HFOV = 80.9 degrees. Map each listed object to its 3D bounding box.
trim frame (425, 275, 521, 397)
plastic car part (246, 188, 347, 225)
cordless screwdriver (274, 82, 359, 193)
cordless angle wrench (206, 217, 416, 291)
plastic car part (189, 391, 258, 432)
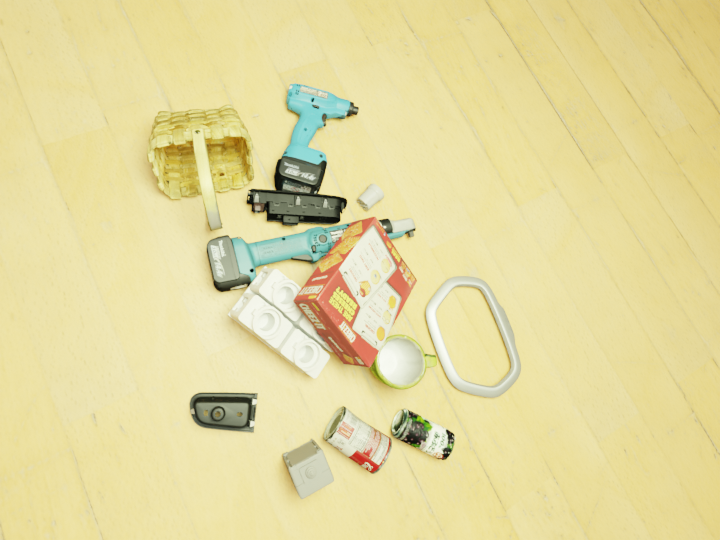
[{"bbox_3d":[0.232,0.131,0.859,0.181,0.027,0.253,-17,77,-14],"label":"trim frame"},{"bbox_3d":[-0.120,-0.122,0.834,0.198,0.066,0.069,-2,66,-14],"label":"plastic car part"},{"bbox_3d":[-0.091,-0.272,0.885,0.157,0.074,0.253,10,69,-9],"label":"cordless screwdriver"},{"bbox_3d":[-0.081,-0.053,0.828,0.414,0.075,0.099,-14,80,-17],"label":"cordless angle wrench"},{"bbox_3d":[-0.232,0.240,0.715,0.114,0.071,0.067,7,74,-14],"label":"plastic car part"}]
